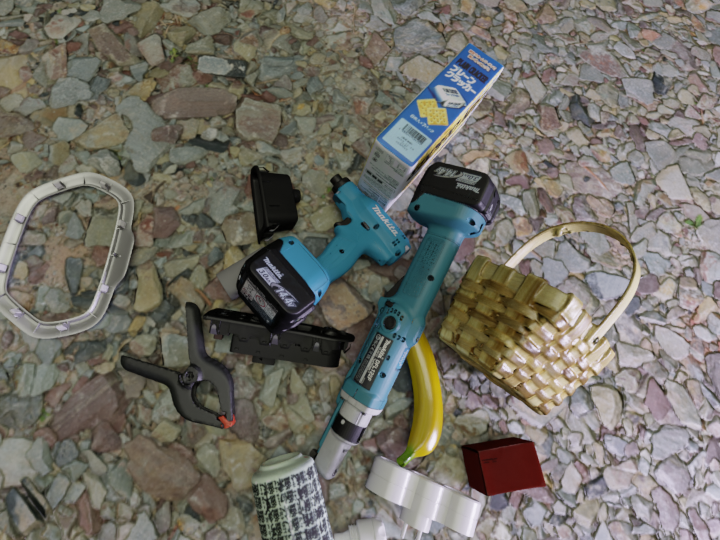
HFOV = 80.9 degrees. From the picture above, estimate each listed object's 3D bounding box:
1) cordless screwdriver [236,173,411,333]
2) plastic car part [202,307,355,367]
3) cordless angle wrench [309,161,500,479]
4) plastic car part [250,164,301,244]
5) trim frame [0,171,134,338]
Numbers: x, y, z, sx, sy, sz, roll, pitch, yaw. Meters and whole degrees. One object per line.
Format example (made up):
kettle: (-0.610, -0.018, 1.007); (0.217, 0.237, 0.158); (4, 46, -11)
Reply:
cordless screwdriver: (-0.056, -0.037, 0.575); (0.243, 0.074, 0.162); (-33, 78, -35)
plastic car part: (-0.107, 0.093, 0.566); (0.202, 0.066, 0.067); (6, 83, -3)
cordless angle wrench: (0.047, 0.069, 0.541); (0.103, 0.070, 0.423); (24, 87, 34)
plastic car part: (-0.124, -0.105, 0.633); (0.069, 0.066, 0.119); (0, 69, -23)
trim frame: (-0.417, -0.030, 0.600); (0.183, 0.027, 0.252); (7, 70, -3)
